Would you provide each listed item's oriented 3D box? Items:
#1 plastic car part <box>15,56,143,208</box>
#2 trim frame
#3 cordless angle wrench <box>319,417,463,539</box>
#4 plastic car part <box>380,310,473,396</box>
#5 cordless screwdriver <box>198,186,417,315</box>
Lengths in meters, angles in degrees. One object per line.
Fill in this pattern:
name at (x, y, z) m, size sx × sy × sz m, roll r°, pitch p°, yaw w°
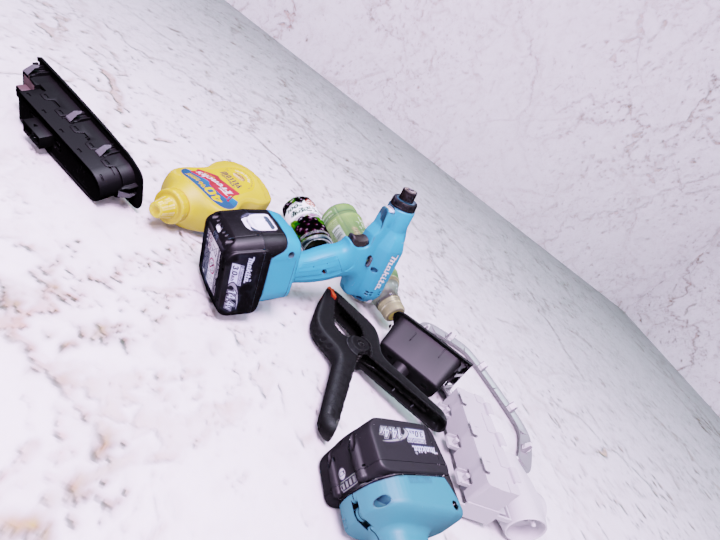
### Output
plastic car part at (-0.314, -0.145, 0.462) m, size 0.206 × 0.066 × 0.066 m, roll 43°, pitch 34°, yaw 7°
trim frame at (0.167, 0.175, 0.632) m, size 0.174 × 0.028 × 0.261 m, roll 14°, pitch 36°, yaw -42°
cordless angle wrench at (0.071, 0.302, 0.231) m, size 0.093 × 0.075 × 0.443 m, roll 21°, pitch 32°, yaw -35°
plastic car part at (0.072, 0.118, 0.553) m, size 0.121 × 0.064 × 0.070 m, roll 36°, pitch 54°, yaw 18°
cordless screwdriver at (-0.047, -0.031, 0.480) m, size 0.237 × 0.158 × 0.078 m, roll -1°, pitch 38°, yaw -37°
